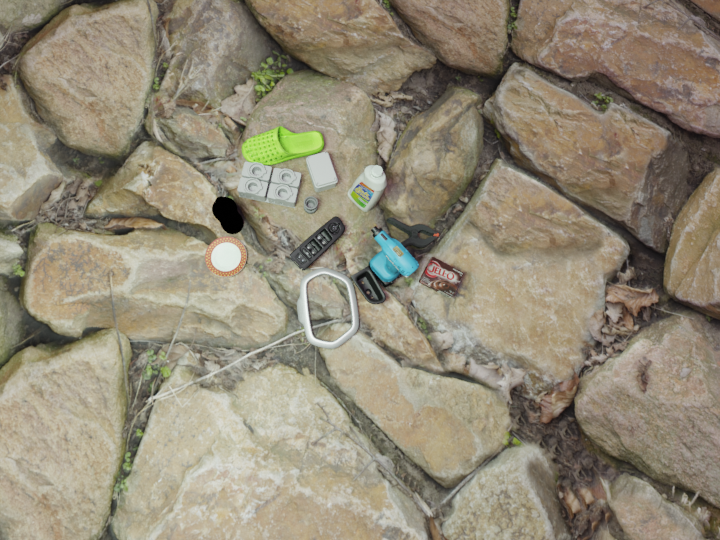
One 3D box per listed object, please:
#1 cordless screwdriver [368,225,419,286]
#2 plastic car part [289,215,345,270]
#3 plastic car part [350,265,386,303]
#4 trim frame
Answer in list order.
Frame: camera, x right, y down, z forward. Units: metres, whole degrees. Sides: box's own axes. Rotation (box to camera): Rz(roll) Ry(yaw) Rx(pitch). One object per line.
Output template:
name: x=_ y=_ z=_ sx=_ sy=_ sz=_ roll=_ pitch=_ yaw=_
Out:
cordless screwdriver: x=0.073 y=-0.038 z=1.227 sx=0.074 sy=0.247 sz=0.161 roll=-40 pitch=86 yaw=-12
plastic car part: x=-0.129 y=-0.085 z=1.322 sx=0.067 sy=0.066 sz=0.202 roll=45 pitch=79 yaw=5
plastic car part: x=0.024 y=0.056 z=1.293 sx=0.065 sy=0.070 sz=0.118 roll=-30 pitch=81 yaw=-11
trim frame: x=-0.102 y=0.113 z=1.296 sx=0.183 sy=0.027 sz=0.252 roll=-8 pitch=77 yaw=-4
